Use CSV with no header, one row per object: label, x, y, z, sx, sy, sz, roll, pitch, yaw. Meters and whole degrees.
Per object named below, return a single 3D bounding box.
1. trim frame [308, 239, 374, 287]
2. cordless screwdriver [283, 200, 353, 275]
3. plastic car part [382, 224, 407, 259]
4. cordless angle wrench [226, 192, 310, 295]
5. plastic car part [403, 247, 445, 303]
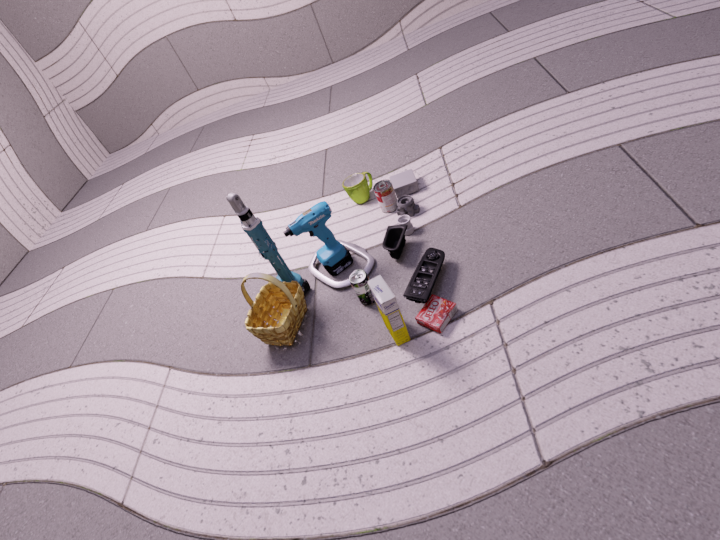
trim frame,-0.066,-0.027,1.396,0.183,0.026,0.263,-44,43,-18
cordless screwdriver,-0.130,-0.085,1.331,0.158,0.237,0.078,-33,40,-7
plastic car part,0.111,-0.081,1.321,0.069,0.067,0.118,-2,46,27
cordless angle wrench,-0.278,-0.064,1.264,0.103,0.402,0.074,13,53,38
plastic car part,0.188,0.019,1.178,0.069,0.064,0.203,4,50,32
